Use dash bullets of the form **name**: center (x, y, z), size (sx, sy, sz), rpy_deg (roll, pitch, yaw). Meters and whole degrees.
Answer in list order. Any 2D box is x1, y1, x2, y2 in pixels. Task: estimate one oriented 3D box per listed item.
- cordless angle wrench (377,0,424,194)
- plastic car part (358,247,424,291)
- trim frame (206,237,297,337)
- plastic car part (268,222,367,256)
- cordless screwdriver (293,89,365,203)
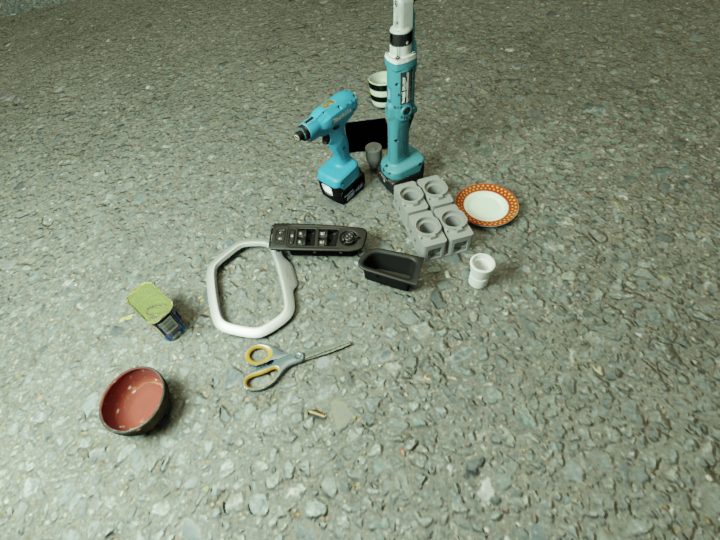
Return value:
- **cordless angle wrench**: center (0.083, -0.336, 0.861), size (0.097, 0.407, 0.078), rpy_deg (-23, 54, -12)
- **plastic car part**: center (0.057, 0.004, 0.818), size (0.120, 0.068, 0.066), rpy_deg (13, 55, 17)
- **trim frame**: center (-0.224, 0.030, 0.872), size (0.183, 0.026, 0.260), rpy_deg (-19, 52, -5)
- **plastic car part**: center (-0.087, -0.057, 0.892), size (0.206, 0.064, 0.068), rpy_deg (0, 53, 9)
- **cordless screwdriver**: center (-0.066, -0.250, 0.926), size (0.078, 0.239, 0.157), rpy_deg (34, 63, 27)
